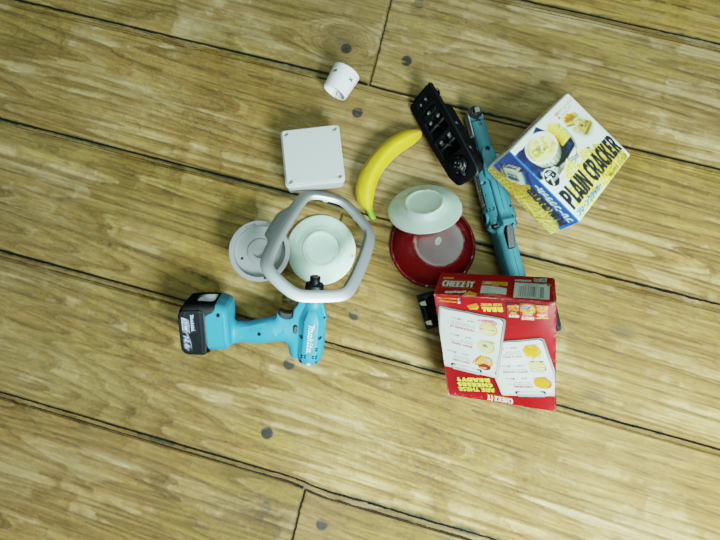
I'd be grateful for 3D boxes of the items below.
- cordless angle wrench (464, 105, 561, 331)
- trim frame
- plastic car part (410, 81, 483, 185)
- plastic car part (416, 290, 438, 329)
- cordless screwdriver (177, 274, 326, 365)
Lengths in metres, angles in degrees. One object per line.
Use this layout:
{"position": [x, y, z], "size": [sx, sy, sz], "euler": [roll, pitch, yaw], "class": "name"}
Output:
{"position": [0.250, -0.097, 0.761], "size": [0.074, 0.097, 0.429], "euler": [-11, 80, -3], "class": "cordless angle wrench"}
{"position": [-0.072, -0.047, 0.733], "size": [0.184, 0.027, 0.251], "euler": [24, 54, -2], "class": "trim frame"}
{"position": [0.164, -0.244, 0.774], "size": [0.064, 0.067, 0.209], "euler": [0, 61, -39], "class": "plastic car part"}
{"position": [0.169, 0.062, 0.748], "size": [0.117, 0.070, 0.066], "euler": [-16, 89, 1], "class": "plastic car part"}
{"position": [-0.183, 0.076, 0.734], "size": [0.248, 0.075, 0.157], "euler": [5, 106, -1], "class": "cordless screwdriver"}
